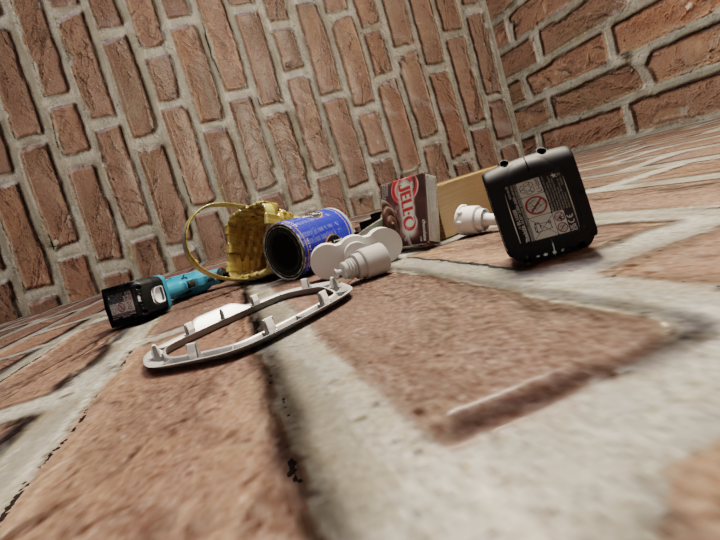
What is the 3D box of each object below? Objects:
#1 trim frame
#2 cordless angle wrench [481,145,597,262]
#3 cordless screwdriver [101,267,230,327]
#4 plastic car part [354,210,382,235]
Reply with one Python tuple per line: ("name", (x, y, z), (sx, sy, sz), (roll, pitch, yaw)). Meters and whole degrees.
("trim frame", (-0.119, 0.050, 0.474), (0.192, 0.027, 0.241), (-8, 14, 45))
("cordless angle wrench", (0.212, -0.093, 0.556), (0.076, 0.097, 0.414), (-17, 5, 19))
("cordless screwdriver", (-0.375, 0.038, 0.848), (0.162, 0.074, 0.246), (-14, 5, 11))
("plastic car part", (0.063, -0.109, 0.992), (0.212, 0.067, 0.064), (-6, 5, 38))
